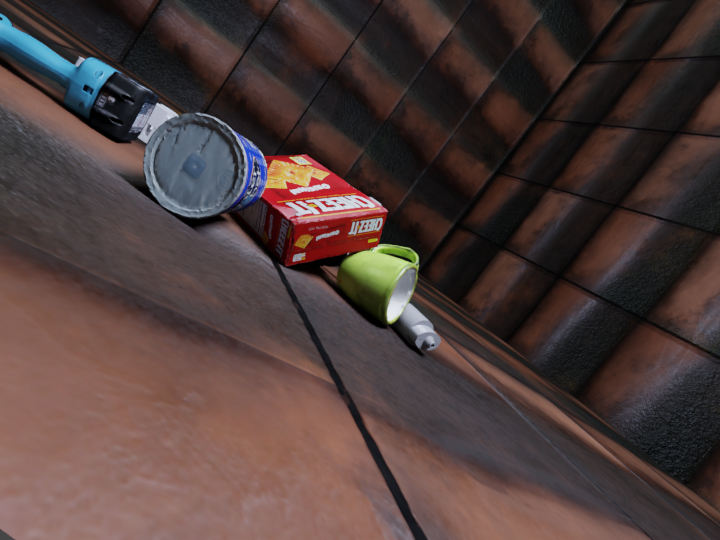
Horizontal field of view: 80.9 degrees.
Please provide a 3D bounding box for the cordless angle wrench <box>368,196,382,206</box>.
[{"bbox_3d":[-0.071,-0.137,0.877,0.094,0.074,0.441,32,-5,-26],"label":"cordless angle wrench"}]

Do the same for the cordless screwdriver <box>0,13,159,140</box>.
[{"bbox_3d":[-0.397,-0.268,0.554,0.240,0.074,0.165,29,8,-21],"label":"cordless screwdriver"}]

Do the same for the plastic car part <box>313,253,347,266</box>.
[{"bbox_3d":[-0.066,-0.043,0.675,0.122,0.069,0.064,33,41,26],"label":"plastic car part"}]
